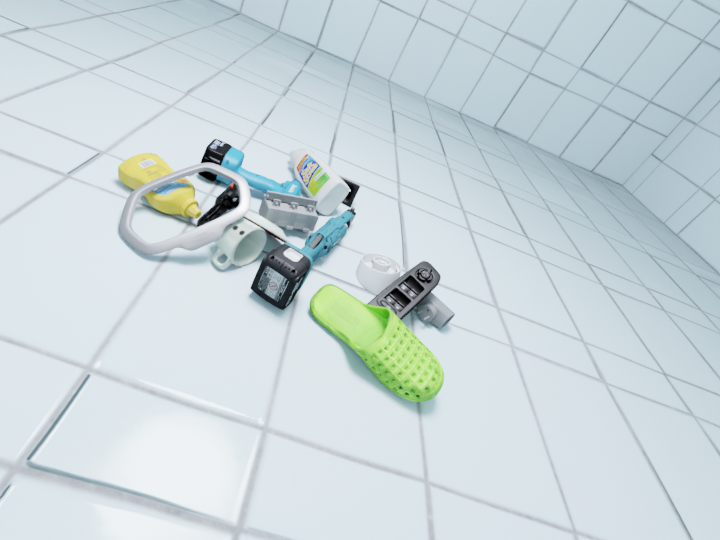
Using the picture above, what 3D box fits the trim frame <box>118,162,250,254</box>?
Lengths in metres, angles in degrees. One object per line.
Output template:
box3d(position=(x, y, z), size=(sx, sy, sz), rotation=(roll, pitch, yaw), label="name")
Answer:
box3d(position=(-0.327, -0.119, 0.794), size=(0.244, 0.027, 0.192), rotation=(-27, 62, -19), label="trim frame")

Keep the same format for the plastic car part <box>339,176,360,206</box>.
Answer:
box3d(position=(-0.060, -0.237, 1.193), size=(0.119, 0.065, 0.070), rotation=(28, 18, 8), label="plastic car part")

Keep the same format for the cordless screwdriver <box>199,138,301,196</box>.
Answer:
box3d(position=(-0.261, -0.235, 1.043), size=(0.246, 0.074, 0.162), rotation=(26, 28, -7), label="cordless screwdriver")

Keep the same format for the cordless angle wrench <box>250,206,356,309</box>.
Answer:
box3d(position=(-0.089, -0.058, 0.912), size=(0.075, 0.097, 0.419), rotation=(31, 30, 4), label="cordless angle wrench")

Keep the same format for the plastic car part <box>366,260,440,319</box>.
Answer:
box3d(position=(0.088, 0.057, 0.860), size=(0.069, 0.065, 0.200), rotation=(37, 60, 25), label="plastic car part")
